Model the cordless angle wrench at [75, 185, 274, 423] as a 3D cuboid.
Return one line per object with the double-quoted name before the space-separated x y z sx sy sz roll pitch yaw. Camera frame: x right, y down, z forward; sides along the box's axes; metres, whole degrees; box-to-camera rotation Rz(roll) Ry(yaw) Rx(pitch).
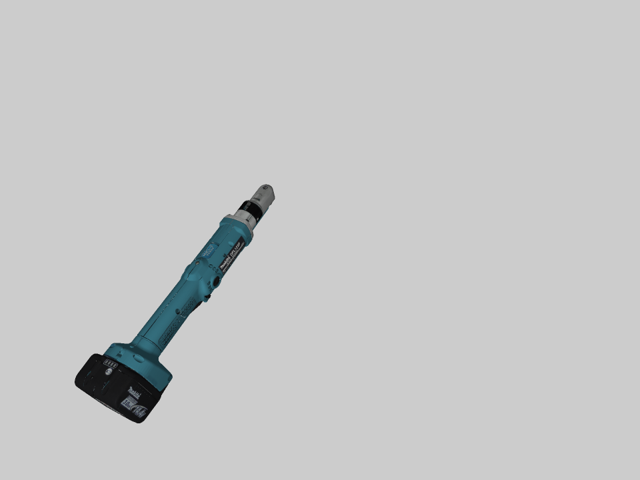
"cordless angle wrench" -0.182 0.058 0.653 0.074 0.421 0.098 17 -35 20
